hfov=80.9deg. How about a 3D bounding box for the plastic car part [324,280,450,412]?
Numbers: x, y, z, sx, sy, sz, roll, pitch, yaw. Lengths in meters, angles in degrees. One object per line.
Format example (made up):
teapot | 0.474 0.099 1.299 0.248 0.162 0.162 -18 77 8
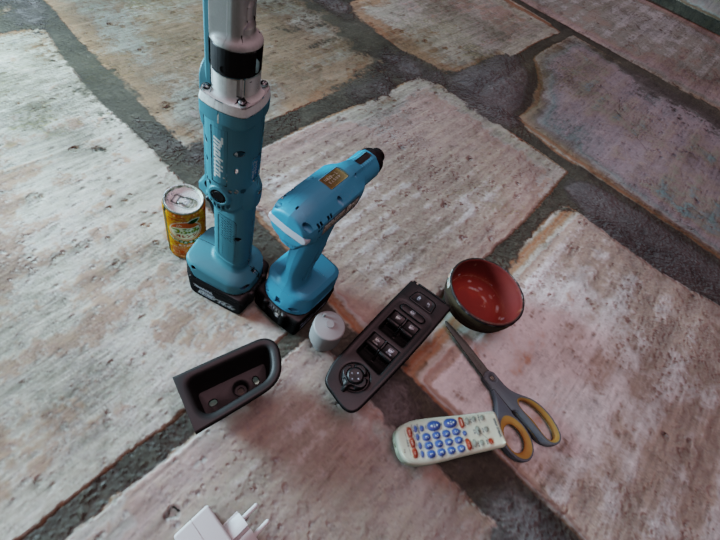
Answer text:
plastic car part | 0.029 0.100 0.551 0.068 0.066 0.200 40 56 13

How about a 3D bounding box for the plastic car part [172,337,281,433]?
plastic car part | -0.145 0.133 0.486 0.113 0.070 0.069 -23 65 -27

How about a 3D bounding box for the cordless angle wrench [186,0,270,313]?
cordless angle wrench | -0.132 -0.092 0.433 0.099 0.418 0.074 29 54 2

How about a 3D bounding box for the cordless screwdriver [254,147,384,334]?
cordless screwdriver | -0.050 -0.033 0.516 0.076 0.246 0.157 38 55 9
